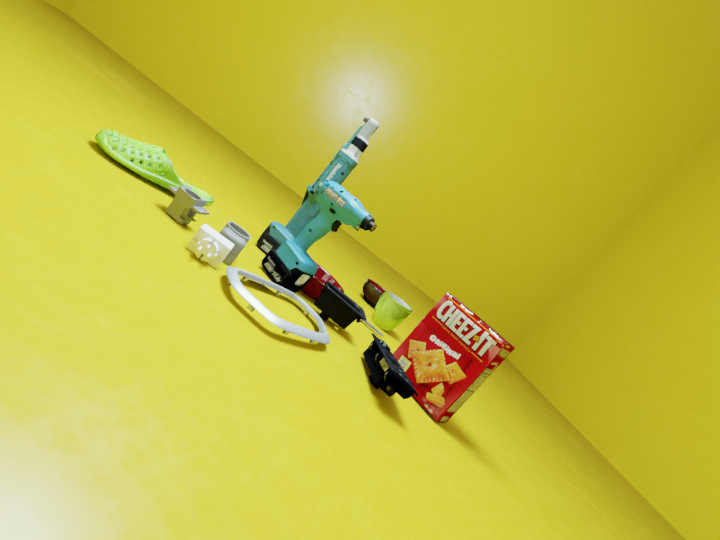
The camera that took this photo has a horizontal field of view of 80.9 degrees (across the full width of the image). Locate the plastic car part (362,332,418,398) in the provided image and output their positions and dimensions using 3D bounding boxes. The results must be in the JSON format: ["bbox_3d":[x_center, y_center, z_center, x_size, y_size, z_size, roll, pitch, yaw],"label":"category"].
[{"bbox_3d":[0.045,0.183,0.800,0.065,0.067,0.207,37,8,-14],"label":"plastic car part"}]

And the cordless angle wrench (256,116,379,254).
[{"bbox_3d":[-0.094,-0.200,1.050,0.100,0.423,0.073,41,8,8],"label":"cordless angle wrench"}]

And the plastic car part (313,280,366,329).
[{"bbox_3d":[-0.054,0.082,0.918,0.114,0.071,0.067,37,8,-11],"label":"plastic car part"}]

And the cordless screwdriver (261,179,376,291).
[{"bbox_3d":[-0.088,-0.058,0.903,0.167,0.249,0.070,44,9,30],"label":"cordless screwdriver"}]

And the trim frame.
[{"bbox_3d":[-0.145,0.063,0.764,0.195,0.027,0.234,44,9,38],"label":"trim frame"}]
